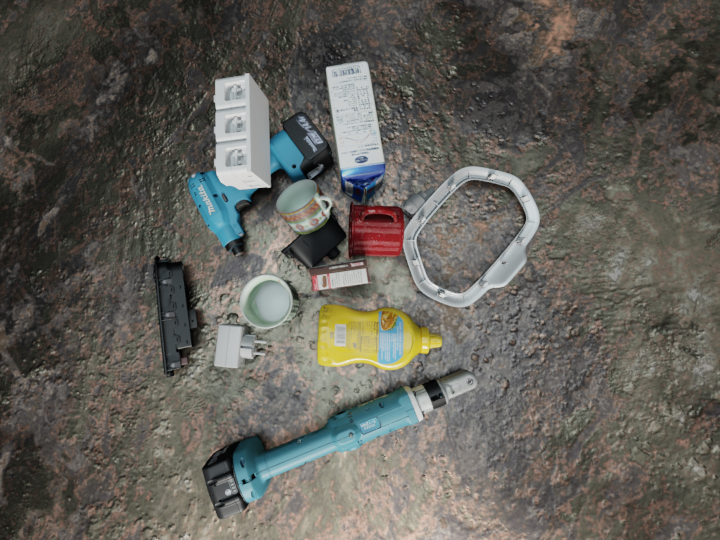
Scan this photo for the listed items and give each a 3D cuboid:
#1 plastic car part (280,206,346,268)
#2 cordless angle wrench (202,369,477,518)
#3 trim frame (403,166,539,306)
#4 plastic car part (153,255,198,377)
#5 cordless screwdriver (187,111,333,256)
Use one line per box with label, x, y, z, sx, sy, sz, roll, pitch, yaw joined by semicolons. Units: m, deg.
plastic car part;-0.069;-0.045;0.707;0.116;0.067;0.070;-39;97;-6
cordless angle wrench;-0.021;0.240;0.636;0.422;0.097;0.075;-22;86;-3
trim frame;0.182;-0.058;0.689;0.184;0.027;0.248;43;84;0
plastic car part;-0.309;0.068;0.704;0.066;0.066;0.206;-14;80;-9
cordless screwdriver;-0.160;-0.145;0.723;0.249;0.073;0.162;-31;80;3
